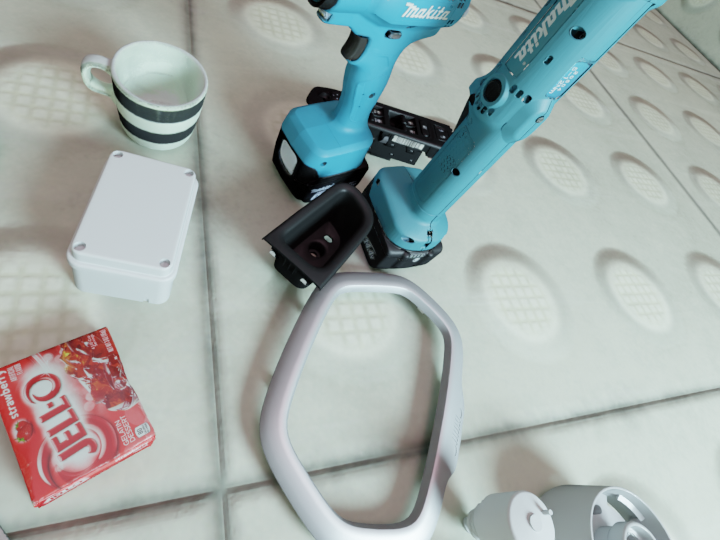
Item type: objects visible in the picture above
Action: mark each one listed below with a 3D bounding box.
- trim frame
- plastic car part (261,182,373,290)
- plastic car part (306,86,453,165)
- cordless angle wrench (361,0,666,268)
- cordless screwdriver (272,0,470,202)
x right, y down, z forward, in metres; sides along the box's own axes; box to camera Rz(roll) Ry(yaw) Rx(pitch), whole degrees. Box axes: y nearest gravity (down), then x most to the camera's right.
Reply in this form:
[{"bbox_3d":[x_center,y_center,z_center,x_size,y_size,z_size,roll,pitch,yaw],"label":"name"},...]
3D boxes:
[{"bbox_3d":[0.016,0.105,0.372,0.182,0.027,0.251,26,51,-7],"label":"trim frame"},{"bbox_3d":[-0.040,-0.026,0.408,0.066,0.071,0.115,41,50,2],"label":"plastic car part"},{"bbox_3d":[0.022,-0.183,0.548,0.198,0.067,0.068,17,53,-14],"label":"plastic car part"},{"bbox_3d":[0.120,-0.138,0.330,0.071,0.425,0.101,-3,63,-31],"label":"cordless angle wrench"},{"bbox_3d":[-0.023,-0.165,0.396,0.154,0.250,0.076,-20,72,-36],"label":"cordless screwdriver"}]
